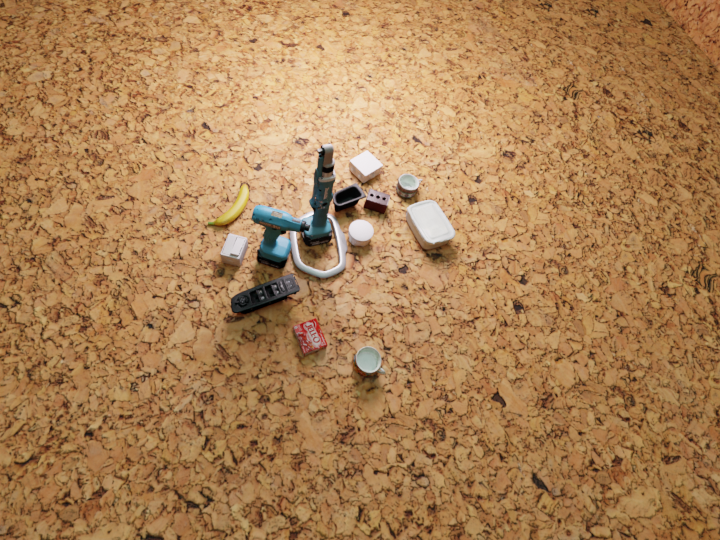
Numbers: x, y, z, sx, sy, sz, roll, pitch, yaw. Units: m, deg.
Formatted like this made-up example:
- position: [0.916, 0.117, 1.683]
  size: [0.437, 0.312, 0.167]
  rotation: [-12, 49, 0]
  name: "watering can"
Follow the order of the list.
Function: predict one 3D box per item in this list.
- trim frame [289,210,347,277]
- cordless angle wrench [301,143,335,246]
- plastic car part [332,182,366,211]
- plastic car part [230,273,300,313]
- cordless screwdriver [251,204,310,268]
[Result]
- position: [-0.134, -0.087, 1.368]
  size: [0.181, 0.027, 0.257]
  rotation: [-7, 61, -10]
  name: "trim frame"
- position: [-0.112, -0.210, 1.216]
  size: [0.096, 0.416, 0.077]
  rotation: [-13, 66, -17]
  name: "cordless angle wrench"
- position: [-0.049, -0.237, 1.437]
  size: [0.114, 0.070, 0.068]
  rotation: [-27, 68, -20]
  name: "plastic car part"
- position: [-0.281, 0.076, 1.238]
  size: [0.199, 0.066, 0.069]
  rotation: [-18, 65, -16]
  name: "plastic car part"
- position: [-0.231, -0.091, 1.235]
  size: [0.160, 0.244, 0.075]
  rotation: [17, 61, 0]
  name: "cordless screwdriver"
